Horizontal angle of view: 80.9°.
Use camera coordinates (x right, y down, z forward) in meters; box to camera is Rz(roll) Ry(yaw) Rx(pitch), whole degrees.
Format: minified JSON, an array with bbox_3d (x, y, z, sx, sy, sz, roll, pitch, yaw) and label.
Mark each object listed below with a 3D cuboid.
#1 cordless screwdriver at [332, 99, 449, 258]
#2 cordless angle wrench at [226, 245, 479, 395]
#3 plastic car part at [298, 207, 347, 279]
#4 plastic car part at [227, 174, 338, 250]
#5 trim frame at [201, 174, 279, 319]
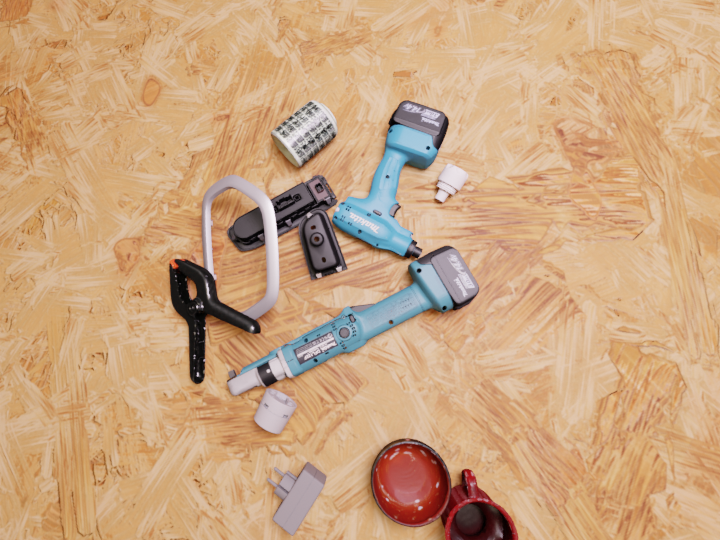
[{"bbox_3d":[0.076,-0.151,0.720,0.163,0.073,0.249,28,86,10],"label":"cordless screwdriver"},{"bbox_3d":[-0.023,0.097,0.678,0.424,0.072,0.100,-27,78,2],"label":"cordless angle wrench"},{"bbox_3d":[-0.068,-0.045,0.700,0.066,0.071,0.116,-17,94,0],"label":"plastic car part"},{"bbox_3d":[-0.142,-0.100,0.739,0.203,0.066,0.067,-30,86,1],"label":"plastic car part"},{"bbox_3d":[-0.205,-0.033,0.699,0.192,0.026,0.247,0,96,32],"label":"trim frame"}]
